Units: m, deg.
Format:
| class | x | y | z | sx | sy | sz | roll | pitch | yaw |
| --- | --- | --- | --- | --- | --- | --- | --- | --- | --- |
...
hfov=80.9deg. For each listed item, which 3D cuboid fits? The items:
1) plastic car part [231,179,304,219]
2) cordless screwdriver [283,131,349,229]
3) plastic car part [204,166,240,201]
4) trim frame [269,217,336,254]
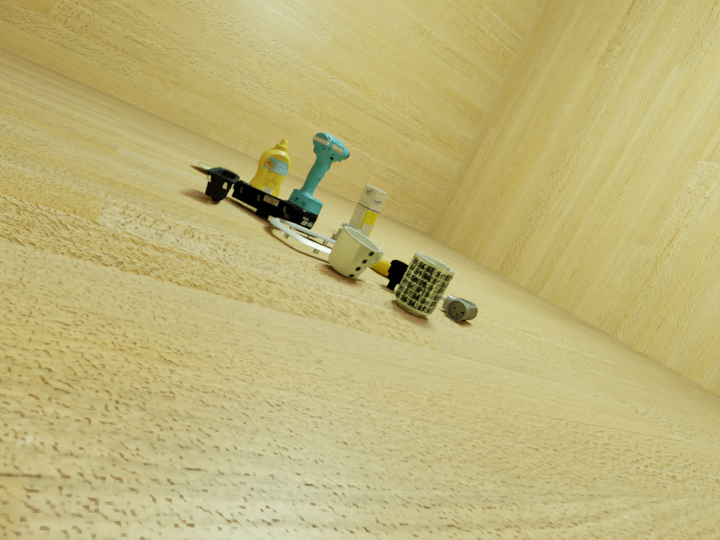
| class | x | y | z | sx | sy | sz | roll | pitch | yaw |
| --- | --- | --- | --- | --- | --- | --- | --- | --- | --- |
| plastic car part | -0.236 | -0.165 | 1.011 | 0.212 | 0.067 | 0.064 | 30 | 11 | 23 |
| cordless screwdriver | -0.112 | -0.234 | 1.126 | 0.078 | 0.248 | 0.153 | 31 | 11 | 22 |
| plastic car part | -0.310 | -0.186 | 0.934 | 0.065 | 0.071 | 0.119 | 24 | 11 | -11 |
| trim frame | -0.092 | -0.060 | 0.942 | 0.237 | 0.027 | 0.193 | 19 | 13 | -30 |
